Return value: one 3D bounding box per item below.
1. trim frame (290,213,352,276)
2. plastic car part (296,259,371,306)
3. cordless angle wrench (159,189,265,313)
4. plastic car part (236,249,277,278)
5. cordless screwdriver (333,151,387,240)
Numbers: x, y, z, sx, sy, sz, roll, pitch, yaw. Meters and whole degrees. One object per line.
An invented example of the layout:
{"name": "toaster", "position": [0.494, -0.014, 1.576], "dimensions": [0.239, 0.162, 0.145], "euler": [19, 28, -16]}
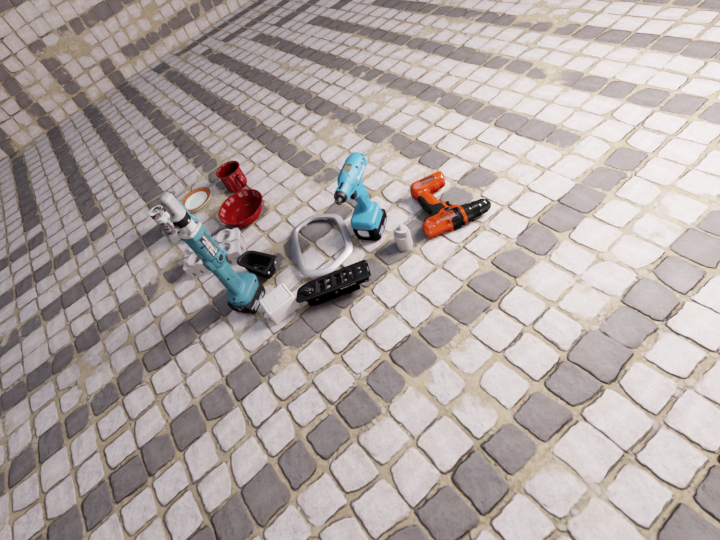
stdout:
{"name": "trim frame", "position": [-0.120, -0.078, 1.225], "dimensions": [0.185, 0.026, 0.260], "euler": [-24, 49, 3]}
{"name": "plastic car part", "position": [-0.069, 0.040, 1.086], "dimensions": [0.205, 0.064, 0.069], "euler": [-19, 49, 8]}
{"name": "cordless angle wrench", "position": [-0.362, -0.035, 1.039], "dimensions": [0.077, 0.402, 0.099], "euler": [6, 55, 24]}
{"name": "plastic car part", "position": [-0.290, -0.011, 1.215], "dimensions": [0.122, 0.067, 0.066], "euler": [13, 59, 30]}
{"name": "cordless screwdriver", "position": [-0.004, -0.167, 1.107], "dimensions": [0.077, 0.236, 0.160], "euler": [6, 56, 24]}
